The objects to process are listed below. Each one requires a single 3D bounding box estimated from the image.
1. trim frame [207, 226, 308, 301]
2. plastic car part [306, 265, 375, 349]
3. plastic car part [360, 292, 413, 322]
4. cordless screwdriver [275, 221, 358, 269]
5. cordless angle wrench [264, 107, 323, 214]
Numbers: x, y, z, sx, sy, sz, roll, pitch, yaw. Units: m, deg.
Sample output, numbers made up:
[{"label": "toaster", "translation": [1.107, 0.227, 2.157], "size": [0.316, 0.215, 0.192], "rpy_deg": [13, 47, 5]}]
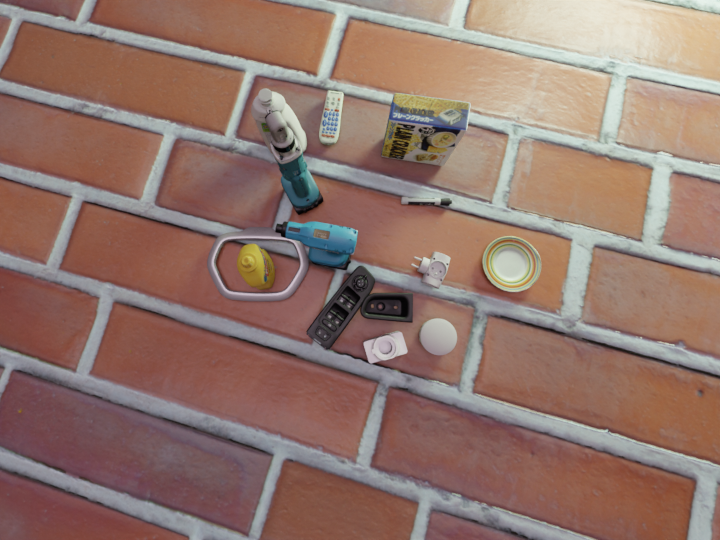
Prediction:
[{"label": "trim frame", "translation": [-0.250, -0.017, 1.028], "size": [0.250, 0.027, 0.186], "rpy_deg": [0, 81, 4]}, {"label": "plastic car part", "translation": [-0.039, 0.082, 0.978], "size": [0.067, 0.066, 0.203], "rpy_deg": [36, 85, 5]}, {"label": "plastic car part", "translation": [0.057, 0.083, 0.970], "size": [0.117, 0.070, 0.066], "rpy_deg": [2, 83, 3]}, {"label": "cordless screwdriver", "translation": [-0.089, -0.058, 0.913], "size": [0.160, 0.246, 0.075], "rpy_deg": [11, 84, 1]}, {"label": "cordless angle wrench", "translation": [-0.136, -0.209, 0.854], "size": [0.074, 0.419, 0.099], "rpy_deg": [-28, 86, -4]}]
